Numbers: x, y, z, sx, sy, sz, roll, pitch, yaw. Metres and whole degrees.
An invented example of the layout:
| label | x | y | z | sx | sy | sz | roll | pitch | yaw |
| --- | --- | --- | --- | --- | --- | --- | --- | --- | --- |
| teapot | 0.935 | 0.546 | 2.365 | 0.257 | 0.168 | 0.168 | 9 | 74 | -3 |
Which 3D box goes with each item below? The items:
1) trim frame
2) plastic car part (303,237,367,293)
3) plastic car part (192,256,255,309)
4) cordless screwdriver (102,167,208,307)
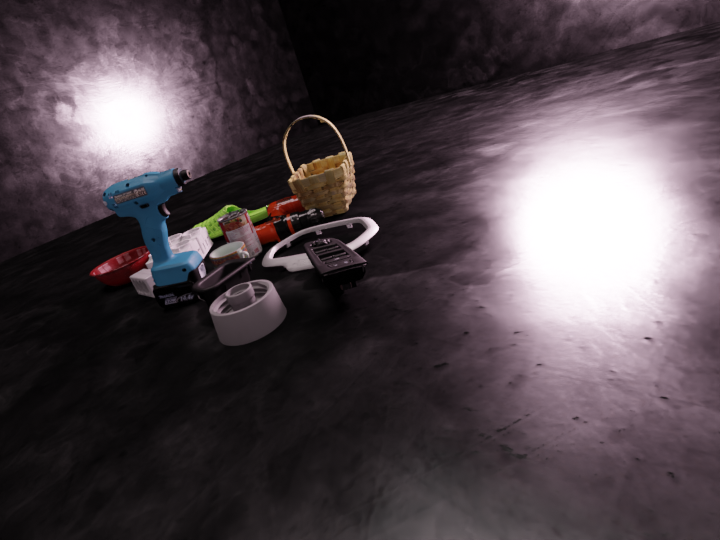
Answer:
| label | x | y | z | sx | sy | sz | roll | pitch | yaw |
| --- | --- | --- | --- | --- | --- | --- | --- | --- | --- |
| trim frame | -0.081 | -0.053 | 0.827 | 0.257 | 0.027 | 0.184 | -8 | 26 | 25 |
| plastic car part | -0.043 | -0.009 | 0.656 | 0.066 | 0.065 | 0.211 | -22 | 23 | -9 |
| plastic car part | -0.221 | 0.033 | 0.697 | 0.068 | 0.069 | 0.116 | -7 | 25 | 27 |
| cordless screwdriver | -0.347 | -0.062 | 0.783 | 0.161 | 0.241 | 0.076 | -16 | 20 | 7 |
